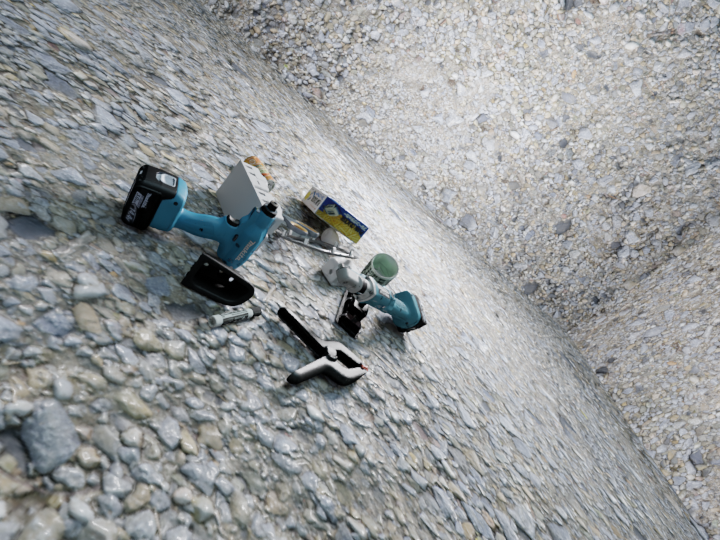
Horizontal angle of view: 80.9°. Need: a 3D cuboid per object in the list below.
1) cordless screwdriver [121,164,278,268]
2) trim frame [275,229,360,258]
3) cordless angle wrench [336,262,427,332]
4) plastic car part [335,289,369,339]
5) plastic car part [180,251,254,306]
[{"bbox_3d":[-0.279,-0.106,0.755,0.236,0.160,0.078,27,28,-32],"label":"cordless screwdriver"},{"bbox_3d":[-0.106,-0.069,1.086,0.195,0.027,0.236,23,10,36],"label":"trim frame"},{"bbox_3d":[0.051,0.066,0.986,0.401,0.076,0.101,33,38,-58],"label":"cordless angle wrench"},{"bbox_3d":[-0.009,0.078,1.025,0.066,0.067,0.204,34,20,-8],"label":"plastic car part"},{"bbox_3d":[-0.247,0.011,0.740,0.111,0.066,0.074,34,9,-31],"label":"plastic car part"}]
